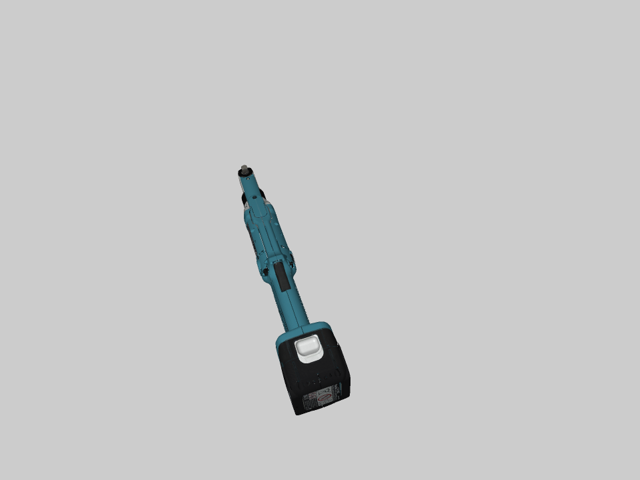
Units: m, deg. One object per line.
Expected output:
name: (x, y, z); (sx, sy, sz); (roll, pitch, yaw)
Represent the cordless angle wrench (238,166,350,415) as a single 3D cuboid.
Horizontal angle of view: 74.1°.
cordless angle wrench: (-0.066, 0.035, 0.630); (0.074, 0.421, 0.098); (-16, -38, -10)
